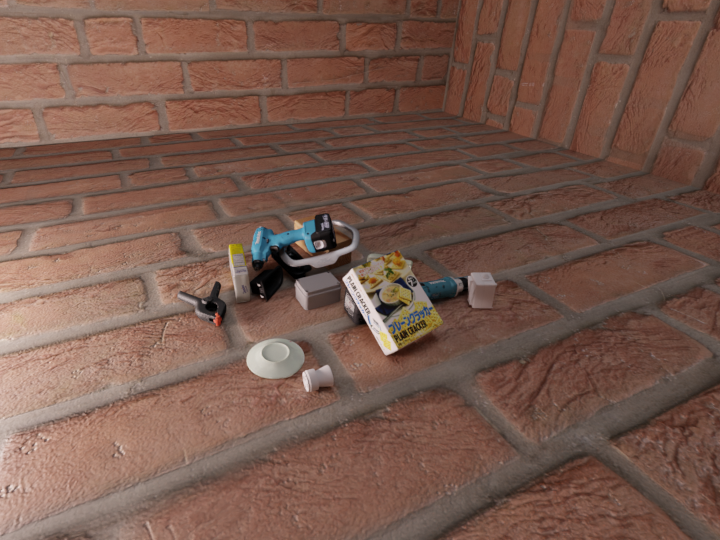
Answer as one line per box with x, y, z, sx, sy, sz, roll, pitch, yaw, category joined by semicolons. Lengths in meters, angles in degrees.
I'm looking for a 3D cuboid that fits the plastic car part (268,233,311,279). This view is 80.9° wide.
-0.228;-0.033;1.295;0.064;0.065;0.215;-24;43;-33;plastic car part

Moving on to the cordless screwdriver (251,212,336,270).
-0.196;-0.077;1.218;0.252;0.071;0.164;-10;44;9;cordless screwdriver

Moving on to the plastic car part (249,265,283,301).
-0.274;0.032;1.205;0.073;0.064;0.116;-3;25;19;plastic car part

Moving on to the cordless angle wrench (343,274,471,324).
0.162;0.060;1.163;0.411;0.072;0.103;-9;33;-21;cordless angle wrench

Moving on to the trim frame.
-0.124;-0.081;1.266;0.247;0.026;0.193;-15;43;-4;trim frame
